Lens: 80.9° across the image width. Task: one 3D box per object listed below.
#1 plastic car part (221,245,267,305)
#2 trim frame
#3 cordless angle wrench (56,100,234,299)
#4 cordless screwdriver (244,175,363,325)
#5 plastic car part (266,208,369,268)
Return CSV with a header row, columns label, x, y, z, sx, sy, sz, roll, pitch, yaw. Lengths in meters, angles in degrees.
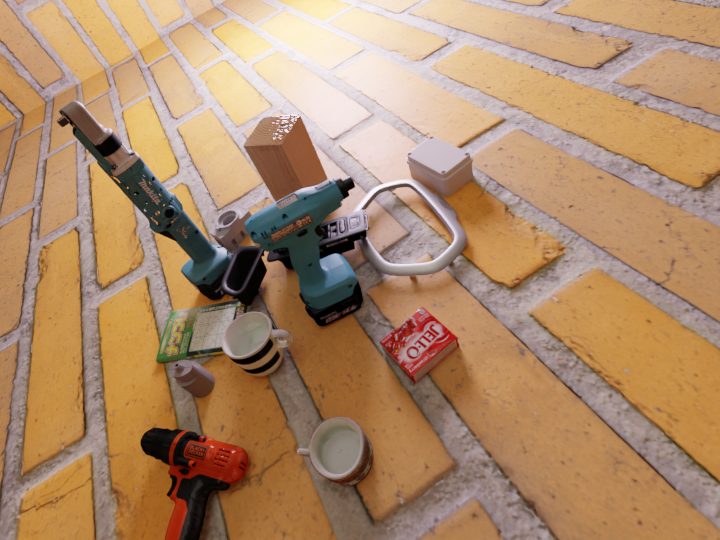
label,x,y,z,sx,sy,sz,roll,pitch,yaw
plastic car part,-0.212,0.017,0.796,0.068,0.067,0.118,-2,52,20
trim frame,0.083,-0.084,0.778,0.184,0.026,0.261,-29,47,-1
cordless angle wrench,-0.339,-0.103,0.721,0.078,0.402,0.097,27,65,36
cordless screwdriver,-0.054,-0.027,0.649,0.159,0.236,0.078,-28,48,-2
plastic car part,-0.078,-0.051,0.796,0.206,0.064,0.069,-15,49,12
